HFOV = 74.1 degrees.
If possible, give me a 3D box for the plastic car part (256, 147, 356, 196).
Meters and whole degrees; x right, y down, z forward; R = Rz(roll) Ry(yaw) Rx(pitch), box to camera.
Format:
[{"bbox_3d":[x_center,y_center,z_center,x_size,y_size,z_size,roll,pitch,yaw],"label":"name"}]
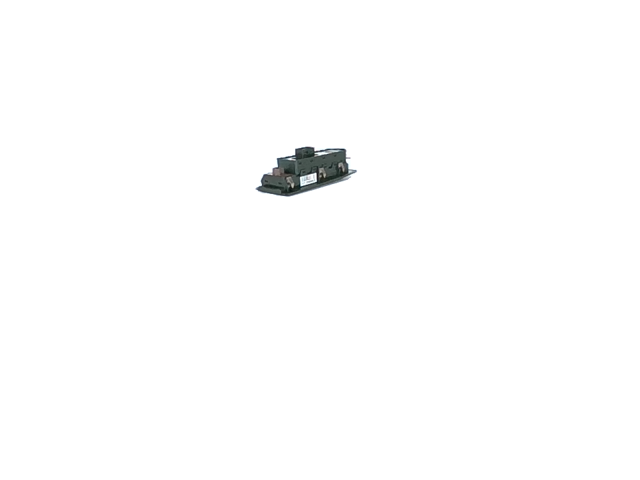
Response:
[{"bbox_3d":[-0.015,-0.118,0.687,0.067,0.067,0.201,4,15,37],"label":"plastic car part"}]
